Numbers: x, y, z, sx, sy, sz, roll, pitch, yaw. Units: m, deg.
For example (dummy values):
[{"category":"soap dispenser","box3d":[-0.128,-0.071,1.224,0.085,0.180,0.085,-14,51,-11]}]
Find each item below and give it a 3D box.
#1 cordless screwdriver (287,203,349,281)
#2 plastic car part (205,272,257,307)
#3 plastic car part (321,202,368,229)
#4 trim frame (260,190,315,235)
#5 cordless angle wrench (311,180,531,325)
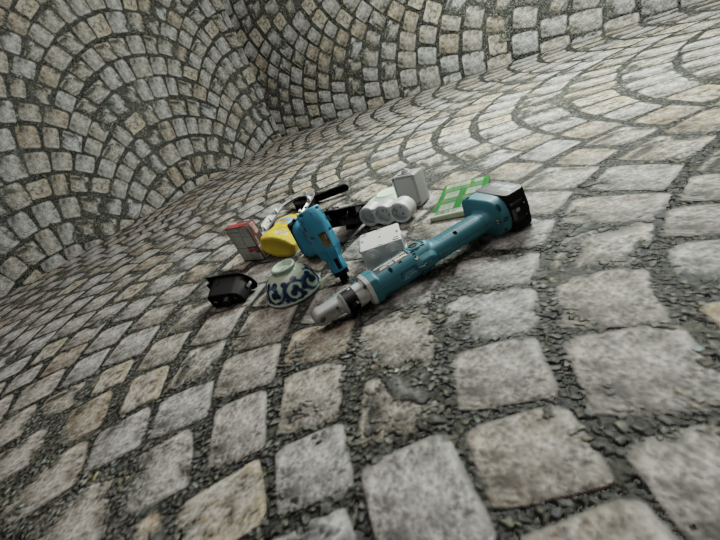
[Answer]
[{"category":"cordless screwdriver","box3d":[-0.090,-0.059,0.922,0.074,0.157,0.254,-30,10,-9]},{"category":"plastic car part","box3d":[-0.298,0.051,0.954,0.120,0.063,0.072,-9,42,23]},{"category":"plastic car part","box3d":[-0.038,-0.132,1.035,0.069,0.067,0.196,-2,6,25]},{"category":"trim frame","box3d":[-0.234,-0.179,1.327,0.190,0.026,0.251,-17,35,32]},{"category":"cordless angle wrench","box3d":[0.101,-0.022,0.734,0.419,0.072,0.102,-31,25,-9]}]
